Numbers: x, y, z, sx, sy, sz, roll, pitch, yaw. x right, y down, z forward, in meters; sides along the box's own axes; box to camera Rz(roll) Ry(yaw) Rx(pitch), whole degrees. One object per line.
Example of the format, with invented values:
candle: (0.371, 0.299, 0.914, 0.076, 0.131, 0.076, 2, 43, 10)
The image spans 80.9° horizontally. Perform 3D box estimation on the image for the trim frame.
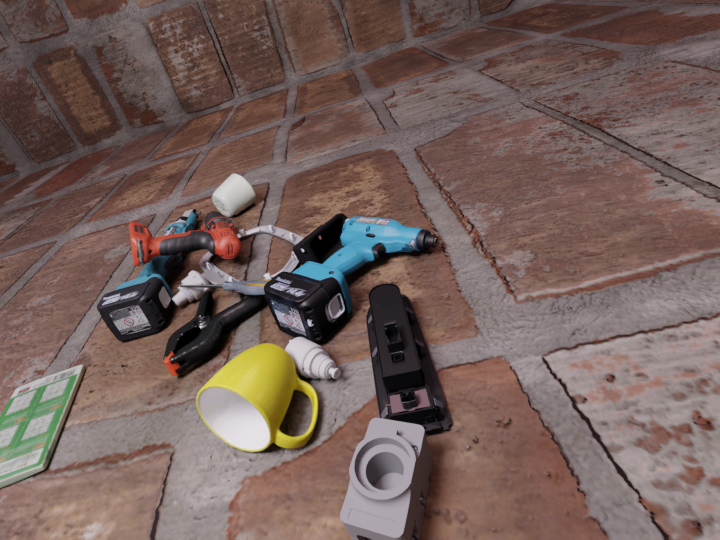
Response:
trim frame: (-0.207, -0.029, 0.790, 0.181, 0.026, 0.263, -39, 39, -25)

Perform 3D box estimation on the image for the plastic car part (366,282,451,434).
plastic car part: (0.038, 0.082, 0.476, 0.067, 0.064, 0.209, -21, 30, 9)

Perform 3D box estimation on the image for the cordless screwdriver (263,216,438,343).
cordless screwdriver: (-0.008, -0.001, 0.607, 0.167, 0.071, 0.245, 9, 39, 36)

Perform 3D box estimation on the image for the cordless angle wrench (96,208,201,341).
cordless angle wrench: (-0.391, -0.030, 0.853, 0.098, 0.071, 0.437, -16, 31, 2)

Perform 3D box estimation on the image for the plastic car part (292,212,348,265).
plastic car part: (-0.071, -0.046, 0.722, 0.074, 0.064, 0.115, -10, 27, 40)
